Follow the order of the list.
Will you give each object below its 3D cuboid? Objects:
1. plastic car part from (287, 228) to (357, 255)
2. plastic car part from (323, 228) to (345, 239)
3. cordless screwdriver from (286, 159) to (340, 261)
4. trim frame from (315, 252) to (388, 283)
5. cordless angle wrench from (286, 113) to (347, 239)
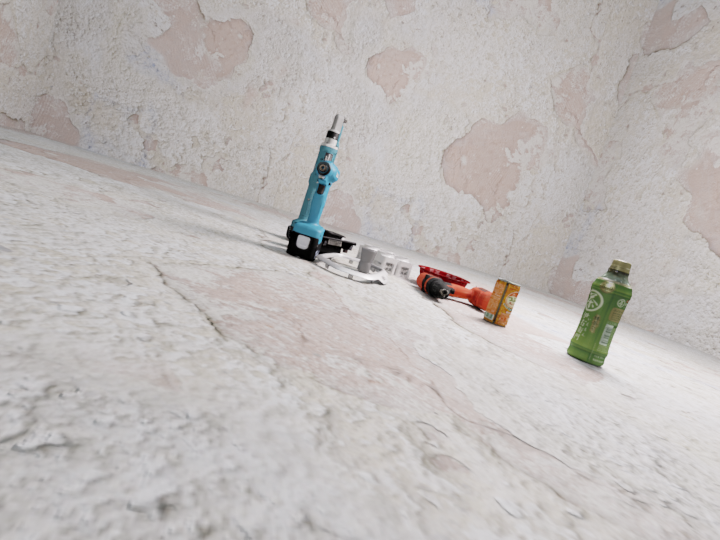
[{"bbox_3d":[-0.117,-0.077,1.201,0.196,0.067,0.069,15,7,-21],"label":"plastic car part"},{"bbox_3d":[-0.103,-0.093,1.335,0.068,0.071,0.113,20,7,18],"label":"plastic car part"},{"bbox_3d":[-0.113,-0.150,1.043,0.075,0.248,0.159,18,6,1],"label":"cordless screwdriver"},{"bbox_3d":[-0.016,-0.007,1.083,0.190,0.027,0.241,20,8,15],"label":"trim frame"},{"bbox_3d":[-0.130,-0.287,1.338,0.094,0.421,0.078,16,6,-25],"label":"cordless angle wrench"}]
